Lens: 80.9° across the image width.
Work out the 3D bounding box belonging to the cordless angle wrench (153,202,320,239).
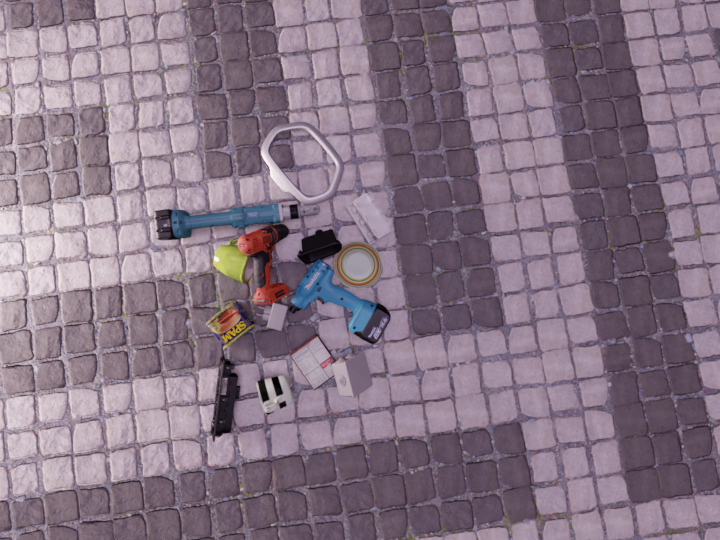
[{"bbox_3d":[-0.316,-0.139,1.110,0.420,0.099,0.074,-7,91,-5],"label":"cordless angle wrench"}]

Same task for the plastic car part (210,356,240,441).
[{"bbox_3d":[-0.347,0.330,1.084,0.064,0.069,0.204,13,83,-29],"label":"plastic car part"}]

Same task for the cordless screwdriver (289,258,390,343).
[{"bbox_3d":[-0.056,0.102,1.101,0.252,0.073,0.159,35,94,5],"label":"cordless screwdriver"}]

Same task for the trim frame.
[{"bbox_3d":[-0.159,-0.296,1.157,0.183,0.027,0.249,-41,89,-5],"label":"trim frame"}]

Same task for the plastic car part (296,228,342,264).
[{"bbox_3d":[-0.109,-0.071,1.114,0.118,0.063,0.073,-22,65,10],"label":"plastic car part"}]
